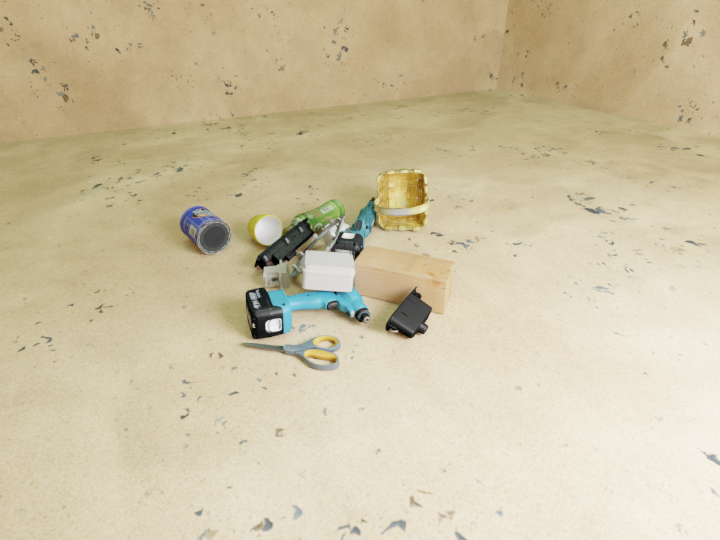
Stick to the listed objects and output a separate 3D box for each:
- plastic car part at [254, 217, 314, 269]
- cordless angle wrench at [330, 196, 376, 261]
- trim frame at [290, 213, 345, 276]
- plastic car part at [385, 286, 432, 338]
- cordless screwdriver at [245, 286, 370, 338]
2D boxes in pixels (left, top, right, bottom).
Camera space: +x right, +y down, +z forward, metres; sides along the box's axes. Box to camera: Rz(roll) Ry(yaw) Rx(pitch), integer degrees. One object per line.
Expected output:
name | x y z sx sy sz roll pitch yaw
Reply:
plastic car part | -0.193 -0.069 1.130 0.068 0.065 0.201 34 57 9
cordless angle wrench | 0.003 -0.121 1.209 0.076 0.095 0.424 5 28 10
trim frame | -0.105 -0.069 1.077 0.187 0.027 0.250 -37 16 25
plastic car part | 0.106 0.099 0.864 0.074 0.064 0.115 27 43 18
cordless screwdriver | -0.111 0.082 0.895 0.242 0.072 0.168 -12 32 -22
